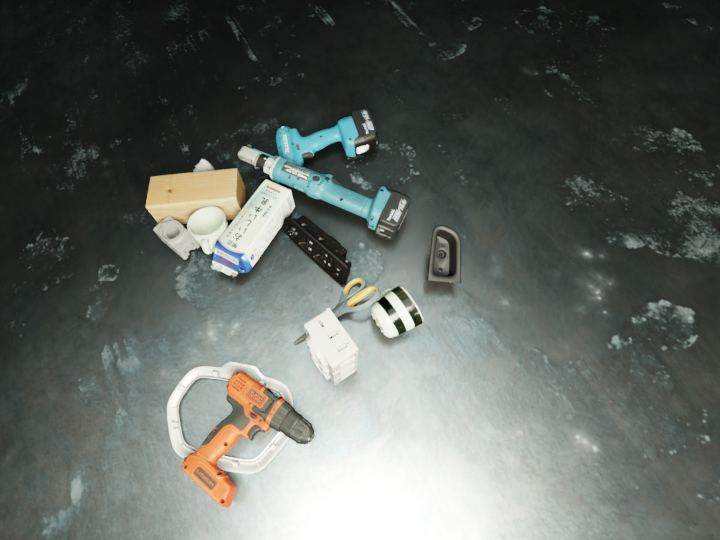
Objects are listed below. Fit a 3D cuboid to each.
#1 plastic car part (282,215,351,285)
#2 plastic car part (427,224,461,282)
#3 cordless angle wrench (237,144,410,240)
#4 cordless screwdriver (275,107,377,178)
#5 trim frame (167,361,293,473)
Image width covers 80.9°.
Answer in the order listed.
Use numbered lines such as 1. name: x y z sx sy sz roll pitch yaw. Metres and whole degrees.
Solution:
1. plastic car part: -0.091 -0.059 0.930 0.211 0.064 0.066 37 60 21
2. plastic car part: 0.173 -0.030 0.885 0.067 0.069 0.118 5 79 4
3. cordless angle wrench: -0.100 -0.198 0.976 0.433 0.072 0.098 24 67 11
4. cordless screwdriver: -0.081 -0.304 1.053 0.250 0.072 0.163 -13 72 2
5. trim frame: -0.246 0.268 0.791 0.253 0.026 0.187 7 62 11
